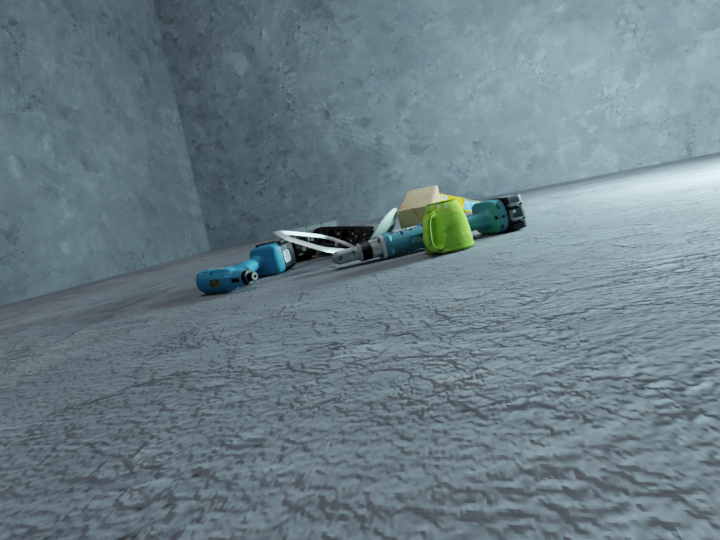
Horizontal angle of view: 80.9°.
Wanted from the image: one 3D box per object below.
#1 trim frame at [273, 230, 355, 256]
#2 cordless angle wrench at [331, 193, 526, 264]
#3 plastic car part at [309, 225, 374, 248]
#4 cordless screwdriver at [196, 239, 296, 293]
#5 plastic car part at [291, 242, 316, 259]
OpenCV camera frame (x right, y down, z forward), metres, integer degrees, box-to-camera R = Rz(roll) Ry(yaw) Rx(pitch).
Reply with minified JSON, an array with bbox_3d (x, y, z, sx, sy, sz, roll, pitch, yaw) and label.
[{"bbox_3d":[-0.101,-0.066,1.037,0.194,0.027,0.237,23,15,33],"label":"trim frame"},{"bbox_3d":[0.143,-0.078,0.907,0.418,0.074,0.100,-15,7,-9],"label":"cordless angle wrench"},{"bbox_3d":[-0.049,-0.089,1.183,0.212,0.067,0.064,5,-10,29],"label":"plastic car part"},{"bbox_3d":[-0.235,-0.010,0.968,0.166,0.073,0.242,-7,14,31],"label":"cordless screwdriver"},{"bbox_3d":[-0.167,-0.056,1.231,0.069,0.065,0.120,1,7,-18],"label":"plastic car part"}]
